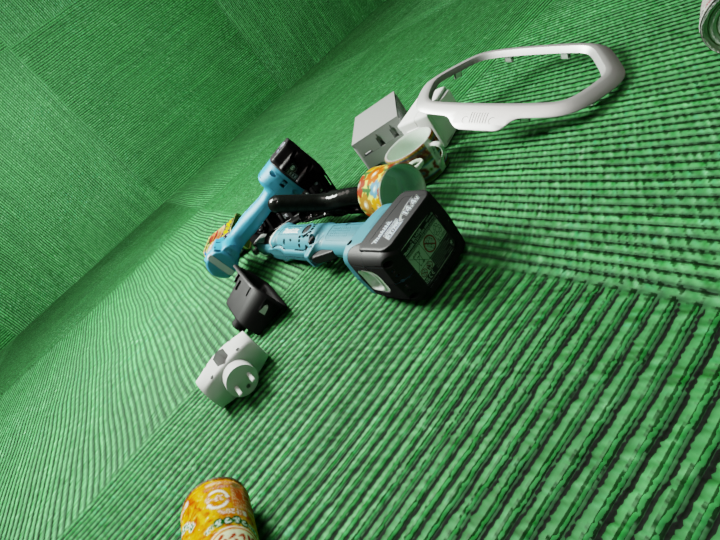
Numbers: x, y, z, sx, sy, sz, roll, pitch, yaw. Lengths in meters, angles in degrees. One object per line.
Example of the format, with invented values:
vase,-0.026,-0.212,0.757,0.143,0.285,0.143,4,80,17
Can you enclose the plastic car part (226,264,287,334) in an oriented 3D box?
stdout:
plastic car part,-0.154,0.048,0.590,0.071,0.063,0.122,-56,31,2

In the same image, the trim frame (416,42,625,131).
trim frame,0.191,-0.239,0.542,0.263,0.026,0.183,21,60,39

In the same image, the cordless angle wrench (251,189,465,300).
cordless angle wrench,-0.056,-0.037,0.577,0.097,0.071,0.442,-52,28,-19

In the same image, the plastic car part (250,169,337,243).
plastic car part,-0.137,-0.122,0.797,0.206,0.064,0.068,-30,19,19

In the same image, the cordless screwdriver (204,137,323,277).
cordless screwdriver,-0.174,-0.107,0.722,0.249,0.072,0.165,-51,21,4
